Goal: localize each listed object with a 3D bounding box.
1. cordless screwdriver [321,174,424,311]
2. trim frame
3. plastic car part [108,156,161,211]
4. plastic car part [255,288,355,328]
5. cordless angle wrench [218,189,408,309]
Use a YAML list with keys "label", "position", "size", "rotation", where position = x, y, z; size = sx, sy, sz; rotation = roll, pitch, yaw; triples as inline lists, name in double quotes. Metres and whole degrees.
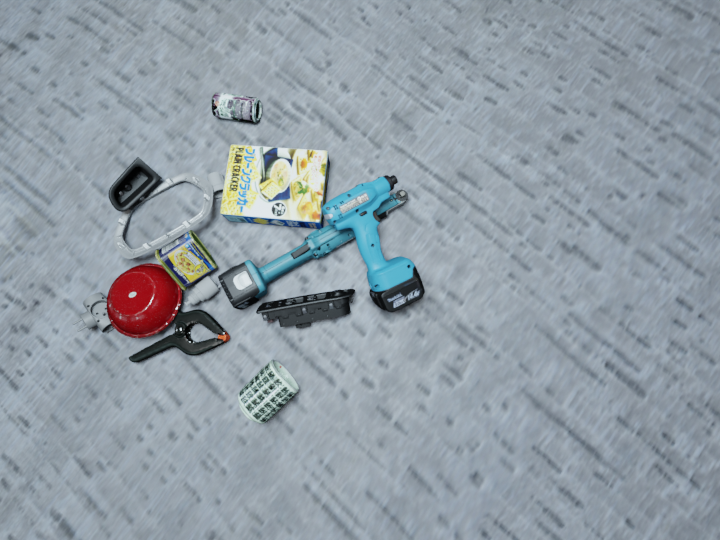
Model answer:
- label: "cordless screwdriver"
  position: [0.048, -0.055, 0.828]
  size: [0.158, 0.076, 0.245]
  rotation: [-30, 98, -10]
- label: "trim frame"
  position: [-0.430, -0.123, 0.916]
  size: [0.249, 0.026, 0.193]
  rotation: [-28, 58, 0]
- label: "plastic car part"
  position: [-0.513, -0.190, 0.944]
  size: [0.116, 0.074, 0.063]
  rotation: [-49, 121, -9]
- label: "plastic car part"
  position: [-0.106, 0.079, 0.862]
  size: [0.204, 0.066, 0.067]
  rotation: [-14, 91, 2]
- label: "cordless angle wrench"
  position: [-0.086, -0.056, 0.877]
  size: [0.421, 0.097, 0.076]
  rotation: [-30, 82, -5]
